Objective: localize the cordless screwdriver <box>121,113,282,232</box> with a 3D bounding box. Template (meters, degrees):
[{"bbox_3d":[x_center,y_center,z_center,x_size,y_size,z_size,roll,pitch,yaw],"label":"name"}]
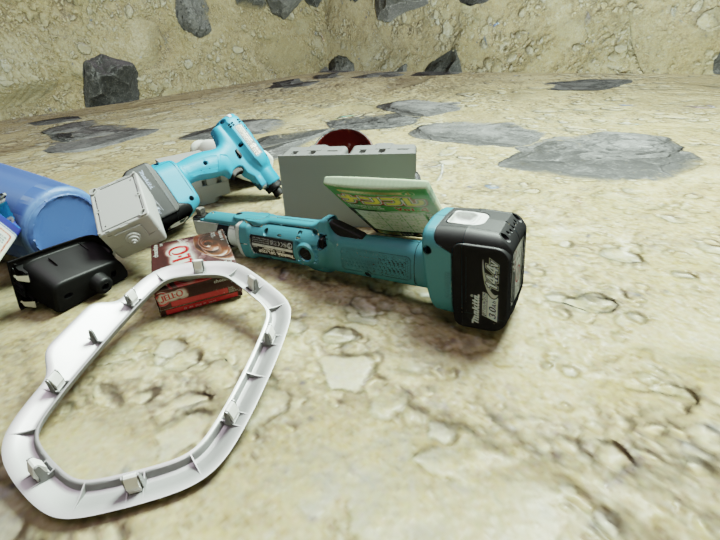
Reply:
[{"bbox_3d":[-0.241,-0.137,0.672,0.246,0.157,0.076,-46,11,-37],"label":"cordless screwdriver"}]

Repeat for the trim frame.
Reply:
[{"bbox_3d":[-0.161,0.067,0.347,0.189,0.026,0.251,7,41,12],"label":"trim frame"}]

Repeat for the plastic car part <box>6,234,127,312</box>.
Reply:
[{"bbox_3d":[-0.324,0.006,0.490,0.074,0.065,0.114,28,37,21],"label":"plastic car part"}]

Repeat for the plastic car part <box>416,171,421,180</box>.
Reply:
[{"bbox_3d":[0.000,-0.147,0.675,0.204,0.065,0.068,2,64,3],"label":"plastic car part"}]

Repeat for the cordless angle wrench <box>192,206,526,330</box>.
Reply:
[{"bbox_3d":[-0.048,-0.031,0.487,0.444,0.095,0.073,10,31,32],"label":"cordless angle wrench"}]
